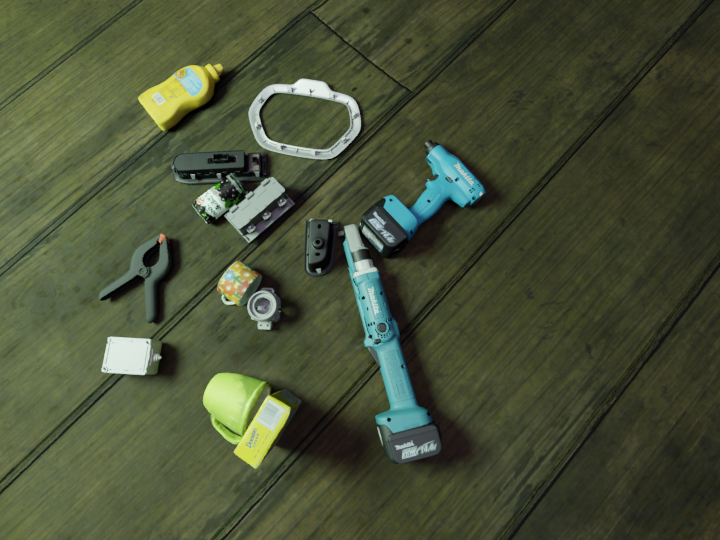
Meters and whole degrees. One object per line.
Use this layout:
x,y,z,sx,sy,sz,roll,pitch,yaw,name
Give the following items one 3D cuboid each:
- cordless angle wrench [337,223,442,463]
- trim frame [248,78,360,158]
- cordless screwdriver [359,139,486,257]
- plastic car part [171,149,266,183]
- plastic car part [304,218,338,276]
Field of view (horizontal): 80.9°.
0.035,0.109,0.766,0.098,0.073,0.434,-14,72,-4,cordless angle wrench
-0.123,-0.332,0.919,0.252,0.027,0.186,11,74,7,trim frame
0.105,-0.147,0.834,0.246,0.073,0.163,-34,76,-11,cordless screwdriver
-0.300,-0.218,0.879,0.204,0.066,0.067,-4,83,4,plastic car part
-0.080,-0.052,0.815,0.066,0.069,0.118,2,72,2,plastic car part
